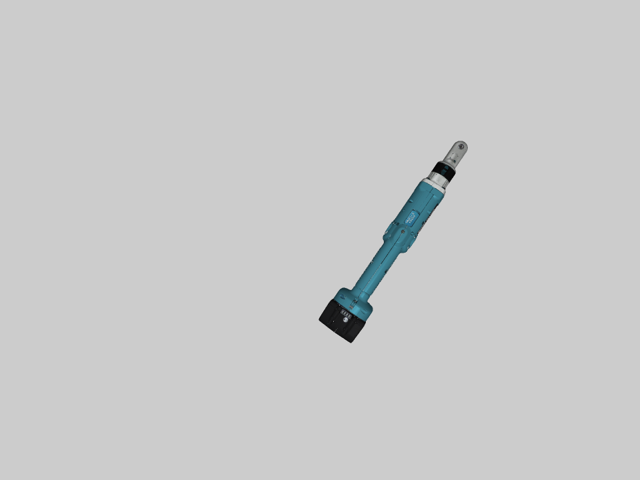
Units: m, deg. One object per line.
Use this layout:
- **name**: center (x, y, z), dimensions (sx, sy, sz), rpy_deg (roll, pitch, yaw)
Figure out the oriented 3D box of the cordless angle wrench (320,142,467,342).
- **cordless angle wrench**: center (0.148, -0.007, 0.787), dimensions (0.074, 0.423, 0.098), rpy_deg (34, -1, 9)
